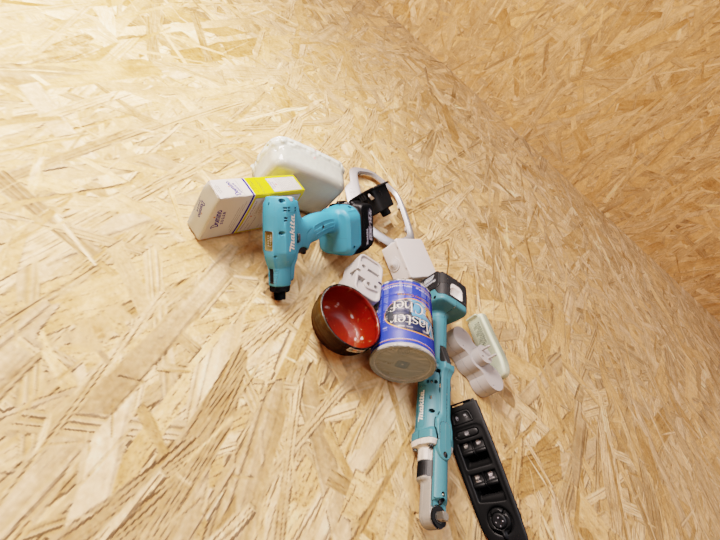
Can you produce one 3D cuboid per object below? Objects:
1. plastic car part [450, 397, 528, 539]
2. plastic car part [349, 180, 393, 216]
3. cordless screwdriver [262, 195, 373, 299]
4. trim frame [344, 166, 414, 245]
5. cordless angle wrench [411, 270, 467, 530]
[{"bbox_3d":[0.193,0.313,0.657,0.063,0.067,0.211,44,25,-49],"label":"plastic car part"},{"bbox_3d":[0.039,-0.150,0.925,0.113,0.068,0.071,-29,94,-55],"label":"plastic car part"},{"bbox_3d":[-0.071,-0.046,0.722,0.239,0.078,0.158,-12,104,-55],"label":"cordless screwdriver"},{"bbox_3d":[0.044,-0.149,0.988,0.175,0.028,0.258,16,47,-33],"label":"trim frame"},{"bbox_3d":[0.123,0.184,0.696,0.072,0.099,0.430,32,43,-19],"label":"cordless angle wrench"}]
